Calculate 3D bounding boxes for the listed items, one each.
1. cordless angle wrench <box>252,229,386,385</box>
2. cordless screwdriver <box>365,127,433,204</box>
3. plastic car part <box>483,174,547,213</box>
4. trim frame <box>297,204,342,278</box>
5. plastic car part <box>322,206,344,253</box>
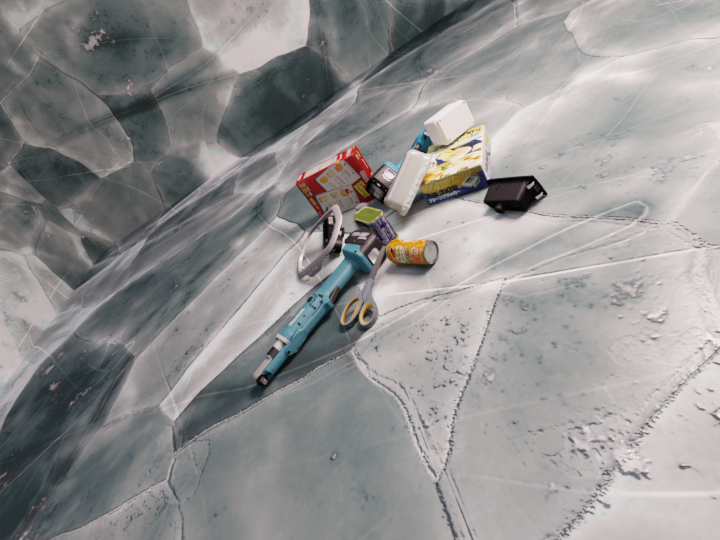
[{"bbox_3d":[-0.097,0.082,0.961,0.421,0.071,0.103,-51,32,-19],"label":"cordless angle wrench"},{"bbox_3d":[0.126,-0.311,1.203,0.247,0.075,0.158,-47,-5,-20],"label":"cordless screwdriver"},{"bbox_3d":[0.310,-0.153,0.882,0.122,0.063,0.071,8,65,55],"label":"plastic car part"},{"bbox_3d":[-0.111,-0.072,1.130,0.253,0.026,0.188,-37,37,47],"label":"trim frame"},{"bbox_3d":[-0.079,-0.103,1.201,0.208,0.066,0.065,-92,21,-58],"label":"plastic car part"}]
